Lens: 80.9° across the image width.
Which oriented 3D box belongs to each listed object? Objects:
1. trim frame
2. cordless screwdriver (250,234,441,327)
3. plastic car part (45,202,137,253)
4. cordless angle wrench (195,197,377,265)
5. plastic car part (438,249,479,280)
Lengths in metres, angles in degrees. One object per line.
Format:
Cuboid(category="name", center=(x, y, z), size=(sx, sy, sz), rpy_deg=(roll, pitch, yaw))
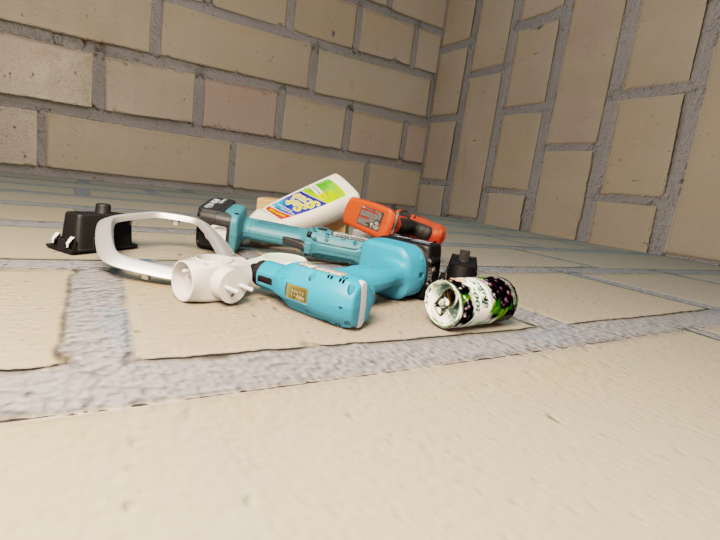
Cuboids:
Cuboid(category="trim frame", center=(-0.268, -0.039, 0.593), size=(0.176, 0.027, 0.263), rpy_deg=(-1, 23, -32))
Cuboid(category="cordless screwdriver", center=(-0.009, 0.002, 0.538), size=(0.168, 0.073, 0.239), rpy_deg=(14, 17, 33))
Cuboid(category="plastic car part", center=(-0.397, -0.066, 0.638), size=(0.069, 0.070, 0.113), rpy_deg=(13, 15, 24))
Cuboid(category="cordless angle wrench", center=(-0.073, -0.048, 0.746), size=(0.426, 0.073, 0.099), rpy_deg=(11, 23, 3))
Cuboid(category="plastic car part", center=(0.162, 0.004, 0.667), size=(0.068, 0.066, 0.199), rpy_deg=(17, 15, 12))
